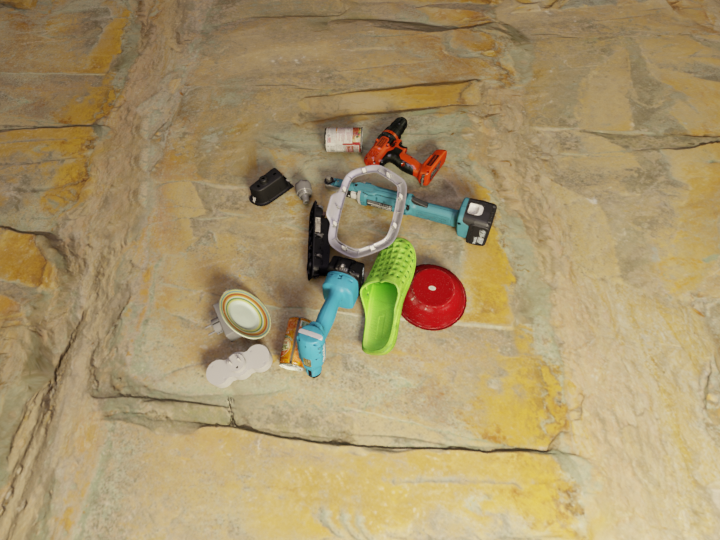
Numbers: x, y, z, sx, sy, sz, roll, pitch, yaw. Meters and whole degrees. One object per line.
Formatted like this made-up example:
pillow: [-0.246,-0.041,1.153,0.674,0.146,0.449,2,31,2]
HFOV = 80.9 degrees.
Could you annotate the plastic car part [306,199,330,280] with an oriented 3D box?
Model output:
plastic car part: [-0.100,-0.066,1.024,0.065,0.067,0.208,14,60,-19]

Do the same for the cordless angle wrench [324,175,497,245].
cordless angle wrench: [0.104,-0.166,1.043,0.438,0.094,0.075,18,65,19]

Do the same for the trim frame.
trim frame: [0.010,-0.146,1.002,0.191,0.026,0.251,7,72,23]

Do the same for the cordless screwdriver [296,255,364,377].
cordless screwdriver: [-0.064,0.099,0.904,0.076,0.154,0.250,15,50,12]

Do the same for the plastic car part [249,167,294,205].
plastic car part: [-0.243,-0.225,1.114,0.115,0.069,0.069,-39,66,-18]
